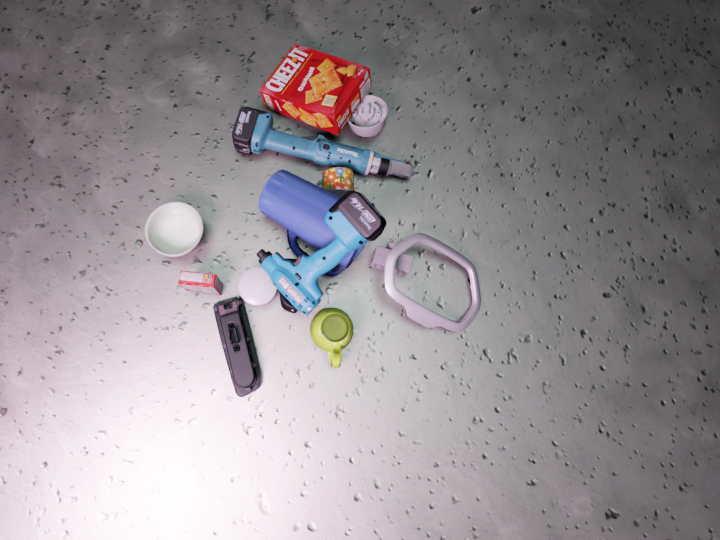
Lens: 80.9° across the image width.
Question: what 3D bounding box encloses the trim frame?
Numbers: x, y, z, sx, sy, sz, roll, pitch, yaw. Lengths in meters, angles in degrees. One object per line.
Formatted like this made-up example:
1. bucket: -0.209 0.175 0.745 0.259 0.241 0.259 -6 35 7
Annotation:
1. trim frame: 0.158 0.027 0.904 0.241 0.028 0.185 28 71 -15

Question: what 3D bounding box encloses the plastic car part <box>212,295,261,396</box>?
1. plastic car part: -0.251 0.154 0.868 0.065 0.067 0.206 -15 79 -16

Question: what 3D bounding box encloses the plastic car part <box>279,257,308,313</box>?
1. plastic car part: -0.150 0.040 0.895 0.064 0.071 0.120 2 63 -21

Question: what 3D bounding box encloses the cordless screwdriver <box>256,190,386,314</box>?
1. cordless screwdriver: -0.080 -0.052 0.815 0.162 0.073 0.250 45 103 9

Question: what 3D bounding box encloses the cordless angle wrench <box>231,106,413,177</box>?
1. cordless angle wrench: -0.084 -0.279 0.989 0.422 0.074 0.099 14 75 -1
